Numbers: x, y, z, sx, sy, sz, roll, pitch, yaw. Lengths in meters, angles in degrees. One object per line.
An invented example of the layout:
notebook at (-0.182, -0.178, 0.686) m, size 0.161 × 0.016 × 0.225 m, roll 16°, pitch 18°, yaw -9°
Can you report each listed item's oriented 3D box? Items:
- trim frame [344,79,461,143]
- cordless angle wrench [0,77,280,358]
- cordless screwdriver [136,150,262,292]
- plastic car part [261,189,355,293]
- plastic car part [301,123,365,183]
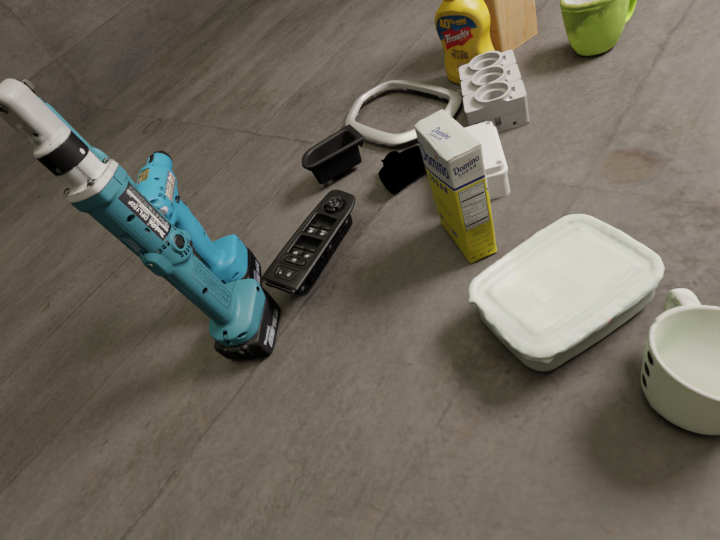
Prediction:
trim frame at (0.077, -0.316, 0.829) m, size 0.183 × 0.026 × 0.263 m, roll -44°, pitch 45°, yaw -11°
cordless angle wrench at (-0.229, -0.029, 0.491) m, size 0.076 × 0.401 × 0.100 m, roll -12°, pitch 47°, yaw 19°
cordless screwdriver at (-0.245, -0.061, 0.645) m, size 0.075 × 0.236 × 0.166 m, roll -25°, pitch 44°, yaw 6°
plastic car part at (-0.063, -0.041, 0.649) m, size 0.070 × 0.063 × 0.203 m, roll 10°, pitch 58°, yaw 35°
plastic car part at (-0.046, -0.202, 0.772) m, size 0.116 × 0.067 × 0.069 m, roll -33°, pitch 44°, yaw 0°
